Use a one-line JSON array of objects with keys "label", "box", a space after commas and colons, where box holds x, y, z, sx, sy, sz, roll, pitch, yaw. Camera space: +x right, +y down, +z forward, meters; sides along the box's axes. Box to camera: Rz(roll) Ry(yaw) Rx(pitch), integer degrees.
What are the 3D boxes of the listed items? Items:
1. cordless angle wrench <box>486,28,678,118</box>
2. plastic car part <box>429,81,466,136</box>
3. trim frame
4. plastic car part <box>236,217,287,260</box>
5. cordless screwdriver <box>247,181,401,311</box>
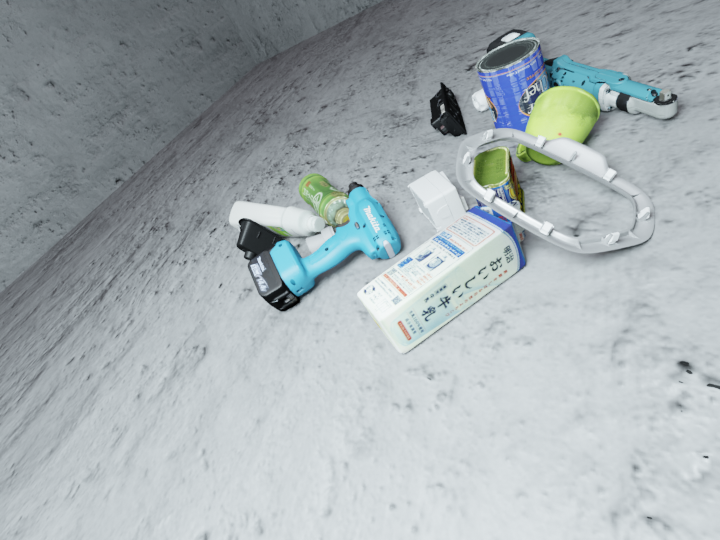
[{"label": "cordless angle wrench", "box": [0.374, -0.346, 0.756, 0.075, 0.093, 0.443, -30, 39, 5]}, {"label": "plastic car part", "box": [0.187, -0.350, 0.933, 0.068, 0.064, 0.207, -42, 26, 38]}, {"label": "trim frame", "box": [0.238, -0.113, 0.536, 0.181, 0.027, 0.261, -37, 59, -26]}, {"label": "plastic car part", "box": [-0.213, -0.052, 0.865, 0.069, 0.110, 0.071, 0, 69, 40]}, {"label": "cordless screwdriver", "box": [-0.071, -0.047, 0.727, 0.250, 0.070, 0.166, -28, 56, 6]}]
